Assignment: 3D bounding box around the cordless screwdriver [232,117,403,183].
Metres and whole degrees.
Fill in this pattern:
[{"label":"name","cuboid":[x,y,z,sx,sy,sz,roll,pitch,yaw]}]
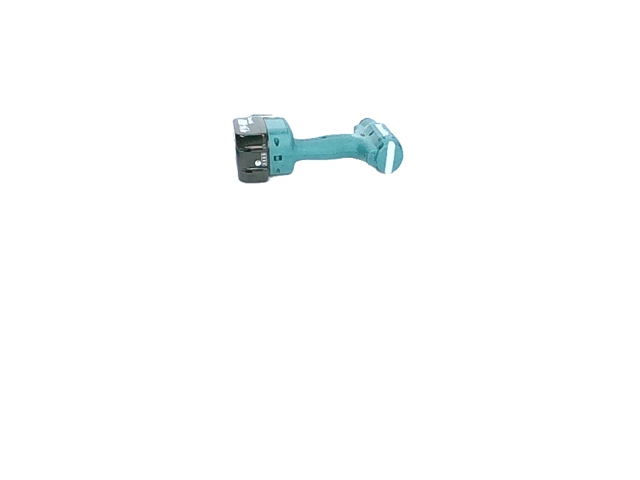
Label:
[{"label":"cordless screwdriver","cuboid":[-0.010,-0.154,0.661,0.248,0.074,0.159,-3,33,-7]}]
